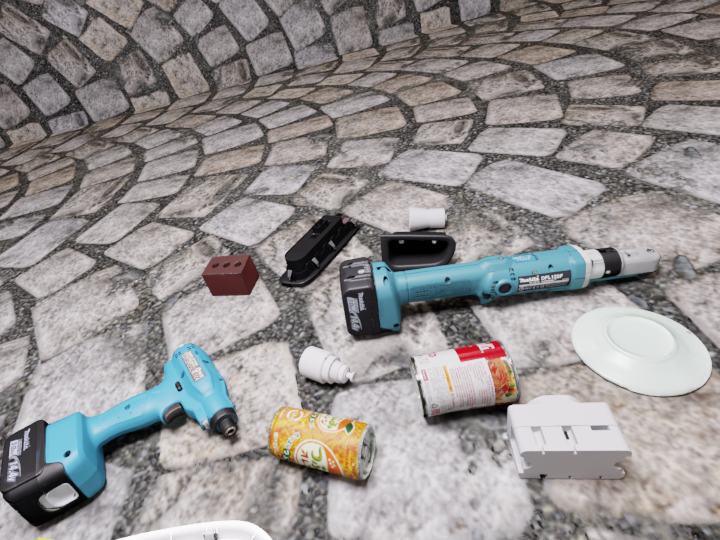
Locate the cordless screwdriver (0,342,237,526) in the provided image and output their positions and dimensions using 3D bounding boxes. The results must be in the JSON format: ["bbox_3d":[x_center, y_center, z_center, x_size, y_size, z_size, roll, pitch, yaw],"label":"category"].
[{"bbox_3d":[-0.277,0.198,0.508,0.243,0.071,0.169,-30,39,-25],"label":"cordless screwdriver"}]

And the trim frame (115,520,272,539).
[{"bbox_3d":[-0.157,0.302,0.328,0.245,0.027,0.192,-5,40,-9],"label":"trim frame"}]

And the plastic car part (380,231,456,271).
[{"bbox_3d":[0.095,-0.041,0.703,0.119,0.064,0.071,-2,23,11],"label":"plastic car part"}]

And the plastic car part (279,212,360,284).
[{"bbox_3d":[-0.075,-0.049,0.768,0.069,0.064,0.202,16,48,24],"label":"plastic car part"}]

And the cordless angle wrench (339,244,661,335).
[{"bbox_3d":[0.185,0.011,0.577,0.426,0.094,0.076,-8,33,4],"label":"cordless angle wrench"}]
